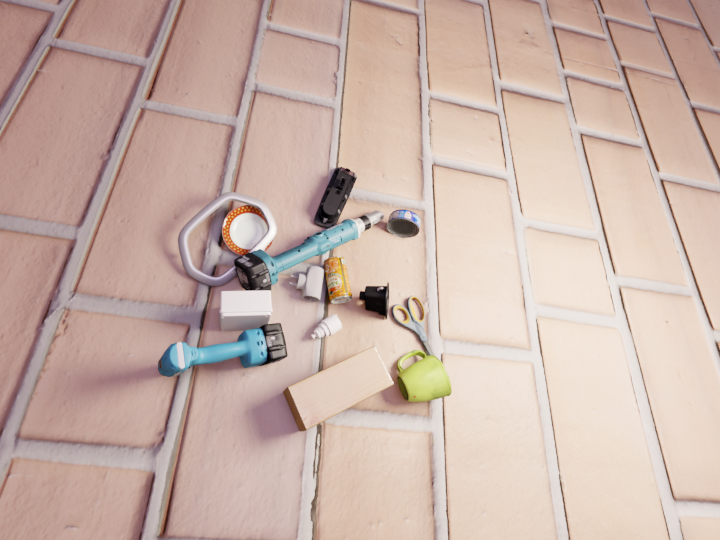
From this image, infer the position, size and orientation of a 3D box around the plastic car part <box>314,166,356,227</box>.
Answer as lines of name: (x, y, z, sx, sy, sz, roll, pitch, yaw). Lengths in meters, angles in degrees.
plastic car part: (-0.061, -0.203, 1.136, 0.065, 0.068, 0.204, 27, 64, -11)

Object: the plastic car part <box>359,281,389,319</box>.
plastic car part: (0.034, 0.065, 1.005, 0.072, 0.112, 0.067, 3, 64, 11)

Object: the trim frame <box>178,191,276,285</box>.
trim frame: (-0.316, -0.077, 1.008, 0.184, 0.028, 0.247, 43, 71, -1)

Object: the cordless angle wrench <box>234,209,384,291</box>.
cordless angle wrench: (-0.102, -0.067, 1.044, 0.413, 0.072, 0.104, -28, 31, -28)

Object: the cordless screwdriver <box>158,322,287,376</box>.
cordless screwdriver: (-0.286, 0.173, 0.873, 0.238, 0.162, 0.076, -4, 71, -34)
